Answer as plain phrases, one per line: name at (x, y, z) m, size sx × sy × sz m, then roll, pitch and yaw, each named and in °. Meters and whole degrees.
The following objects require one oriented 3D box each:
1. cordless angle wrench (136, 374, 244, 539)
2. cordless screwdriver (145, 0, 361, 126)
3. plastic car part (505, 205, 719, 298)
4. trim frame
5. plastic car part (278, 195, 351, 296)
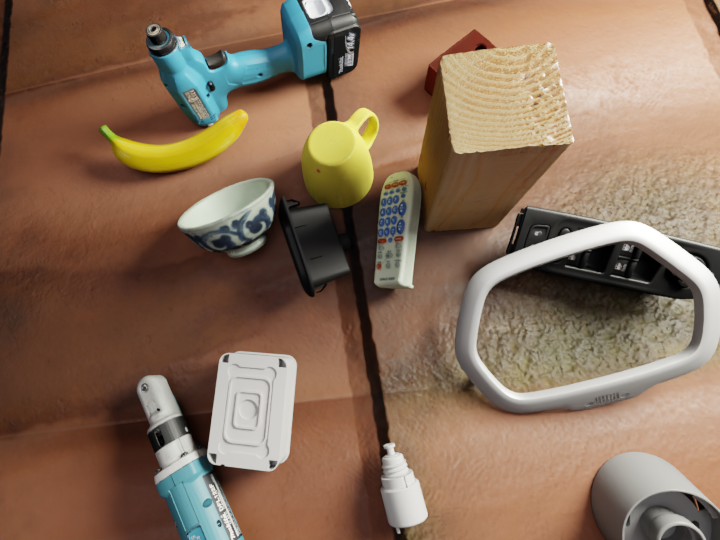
cordless angle wrench at (-0.130, 0.293, 0.414) m, size 0.074 × 0.095 × 0.437 m, roll -34°, pitch 71°, yaw 0°
cordless screwdriver at (-0.127, -0.276, 0.522) m, size 0.248 × 0.156 × 0.076 m, roll -22°, pitch 78°, yaw -2°
plastic car part at (0.264, -0.019, 0.450) m, size 0.208 × 0.066 × 0.066 m, roll 14°, pitch 102°, yaw 13°
trim frame at (0.220, 0.055, 0.428) m, size 0.252 × 0.027 × 0.184 m, roll -21°, pitch 91°, yaw 12°
plastic car part at (-0.049, -0.032, 0.504) m, size 0.070 × 0.066 × 0.119 m, roll -20°, pitch 78°, yaw -14°
